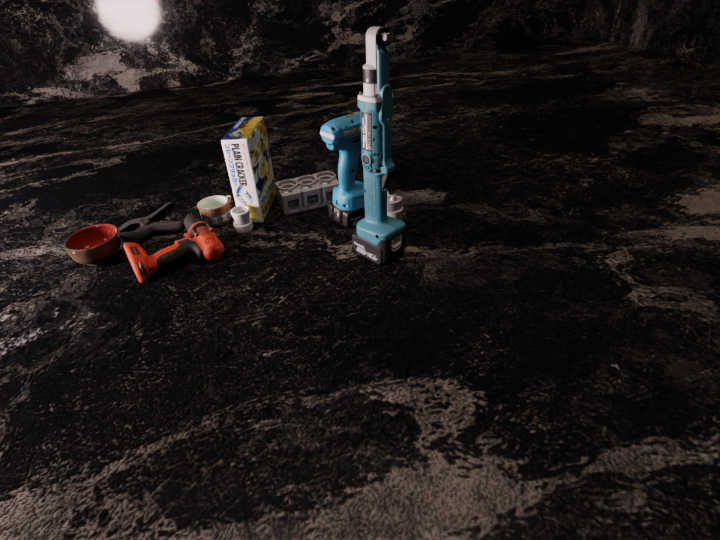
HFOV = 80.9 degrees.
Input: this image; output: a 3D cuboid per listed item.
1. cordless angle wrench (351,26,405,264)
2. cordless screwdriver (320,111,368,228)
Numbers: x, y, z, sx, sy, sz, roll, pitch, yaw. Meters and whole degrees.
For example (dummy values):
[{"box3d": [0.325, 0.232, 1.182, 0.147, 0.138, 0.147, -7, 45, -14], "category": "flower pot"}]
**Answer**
[{"box3d": [0.030, -0.207, 0.766, 0.072, 0.409, 0.104, -29, 43, -32], "category": "cordless angle wrench"}, {"box3d": [-0.004, -0.226, 0.939, 0.155, 0.240, 0.079, -26, 41, -28], "category": "cordless screwdriver"}]
